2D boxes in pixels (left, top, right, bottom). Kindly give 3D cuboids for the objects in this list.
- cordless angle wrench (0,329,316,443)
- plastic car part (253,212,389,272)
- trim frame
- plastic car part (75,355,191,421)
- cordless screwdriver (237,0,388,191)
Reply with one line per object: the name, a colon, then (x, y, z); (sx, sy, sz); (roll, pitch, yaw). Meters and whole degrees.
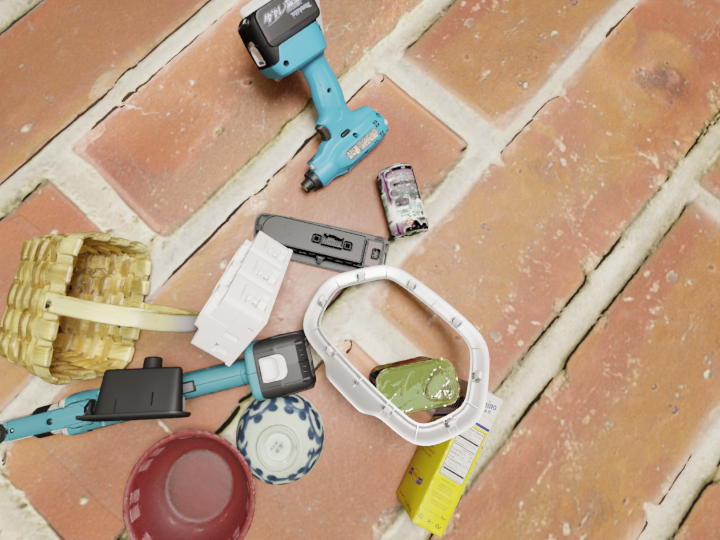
cordless angle wrench: (-0.271, 0.163, 0.553); (0.423, 0.097, 0.075); (-14, 83, 0)
plastic car part: (-0.060, -0.039, 0.609); (0.204, 0.066, 0.066); (13, 87, 3)
trim frame: (0.043, 0.091, 0.528); (0.182, 0.027, 0.259); (-40, 66, -19)
plastic car part: (-0.251, 0.137, 0.490); (0.117, 0.064, 0.073); (-7, 69, 0)
cordless screwdriver: (-0.076, -0.240, 0.589); (0.158, 0.078, 0.237); (-43, 121, -9)
